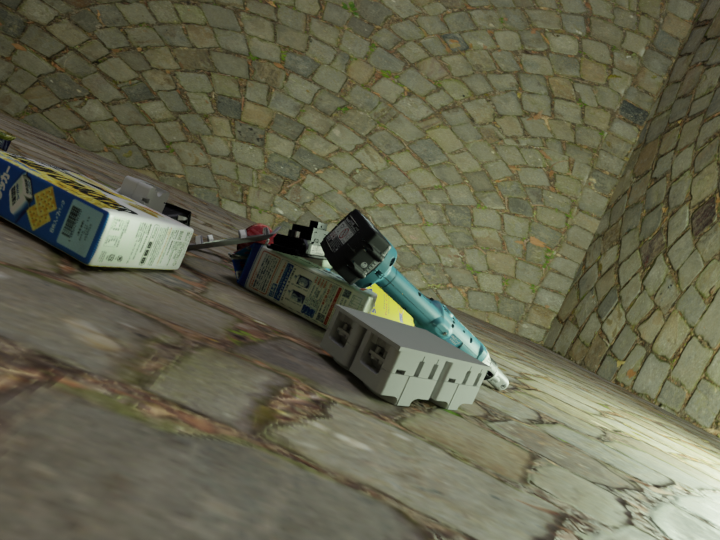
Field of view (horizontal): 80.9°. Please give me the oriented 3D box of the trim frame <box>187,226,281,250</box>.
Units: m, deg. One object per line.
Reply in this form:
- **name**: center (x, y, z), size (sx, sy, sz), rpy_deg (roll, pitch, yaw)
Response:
- **trim frame**: center (-0.229, -0.057, 0.734), size (0.181, 0.027, 0.253), rpy_deg (-8, 5, -12)

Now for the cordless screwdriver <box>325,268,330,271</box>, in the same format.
- **cordless screwdriver**: center (-0.048, 0.034, 0.909), size (0.263, 0.074, 0.150), rpy_deg (21, 1, 38)

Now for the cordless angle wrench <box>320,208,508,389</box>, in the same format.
- **cordless angle wrench**: center (0.111, 0.075, 0.645), size (0.405, 0.074, 0.102), rpy_deg (42, 9, -25)

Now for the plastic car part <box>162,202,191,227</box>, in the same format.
- **plastic car part**: center (-0.383, -0.095, 0.791), size (0.122, 0.065, 0.068), rpy_deg (21, 16, 24)

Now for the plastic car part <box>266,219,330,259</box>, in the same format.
- **plastic car part**: center (-0.068, -0.044, 0.695), size (0.069, 0.067, 0.193), rpy_deg (5, -5, 26)
